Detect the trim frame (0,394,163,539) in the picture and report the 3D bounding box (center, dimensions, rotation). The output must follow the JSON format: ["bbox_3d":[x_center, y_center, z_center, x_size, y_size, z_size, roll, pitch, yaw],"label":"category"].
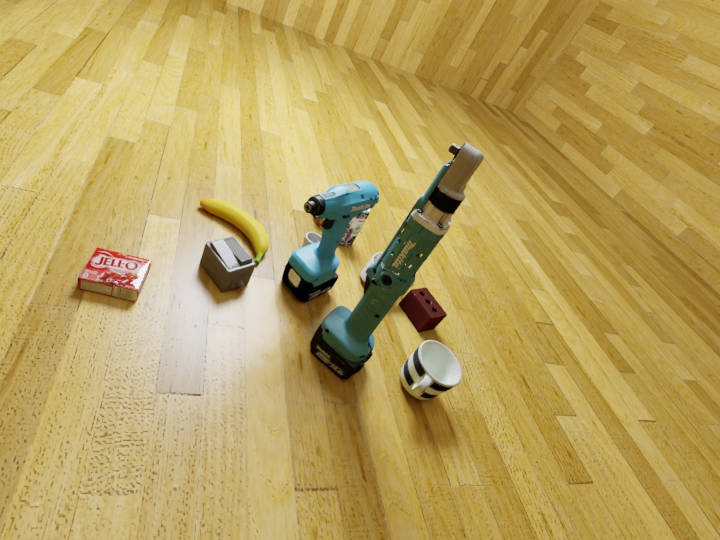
[{"bbox_3d":[-0.320,0.239,0.439,0.182,0.027,0.253,22,37,-6],"label":"trim frame"}]

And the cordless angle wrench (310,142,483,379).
[{"bbox_3d":[0.047,0.004,0.619,0.100,0.421,0.073,40,37,12],"label":"cordless angle wrench"}]

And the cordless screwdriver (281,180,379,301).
[{"bbox_3d":[-0.074,-0.048,0.753,0.077,0.248,0.154,46,39,20],"label":"cordless screwdriver"}]
